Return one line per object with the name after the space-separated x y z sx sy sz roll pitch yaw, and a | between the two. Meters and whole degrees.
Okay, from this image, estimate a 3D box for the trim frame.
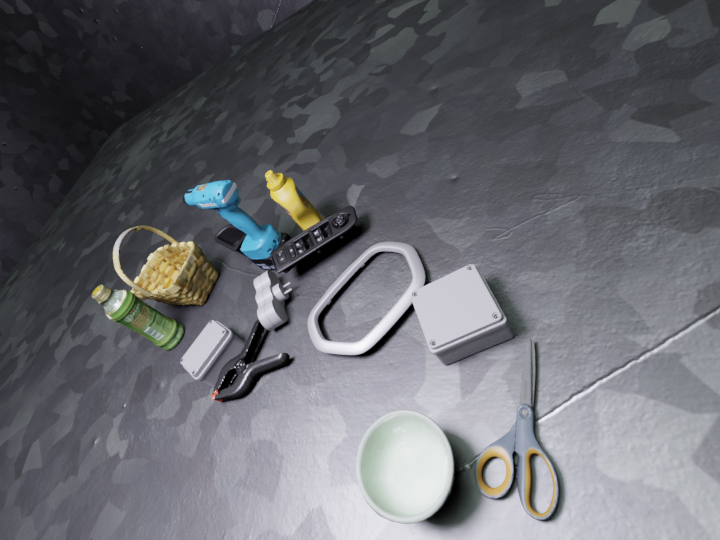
0.007 0.045 0.750 0.248 0.026 0.195 -49 42 -8 | trim frame

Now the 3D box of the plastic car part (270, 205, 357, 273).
-0.086 -0.056 0.879 0.204 0.063 0.069 -34 41 9 | plastic car part

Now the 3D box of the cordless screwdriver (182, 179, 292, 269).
-0.266 -0.098 0.923 0.167 0.235 0.075 2 56 39 | cordless screwdriver

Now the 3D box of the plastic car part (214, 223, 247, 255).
-0.305 -0.070 1.057 0.123 0.067 0.066 17 67 45 | plastic car part
